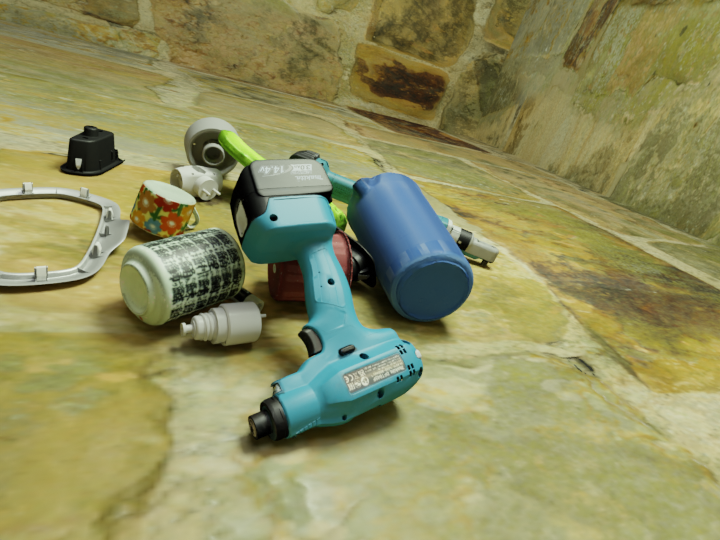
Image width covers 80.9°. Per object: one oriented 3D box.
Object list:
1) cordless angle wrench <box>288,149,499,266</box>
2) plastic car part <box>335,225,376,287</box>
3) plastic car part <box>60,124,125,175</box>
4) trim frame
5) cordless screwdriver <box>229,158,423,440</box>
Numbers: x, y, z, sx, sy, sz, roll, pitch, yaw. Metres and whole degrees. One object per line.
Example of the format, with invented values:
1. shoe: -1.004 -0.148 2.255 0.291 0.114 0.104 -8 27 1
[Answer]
1. cordless angle wrench: 0.057 -0.111 0.801 0.427 0.097 0.074 23 22 5
2. plastic car part: -0.060 -0.039 0.612 0.065 0.065 0.214 -25 46 -37
3. plastic car part: -0.445 -0.205 0.702 0.065 0.070 0.120 12 23 -11
4. trim frame: -0.372 -0.053 0.492 0.177 0.027 0.261 6 26 -24
5. cordless screwdriver: -0.061 0.016 0.392 0.154 0.074 0.257 -14 67 -31
